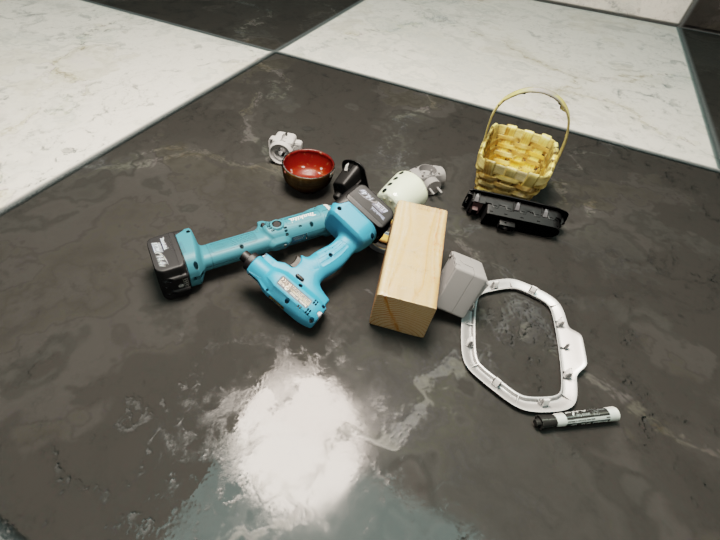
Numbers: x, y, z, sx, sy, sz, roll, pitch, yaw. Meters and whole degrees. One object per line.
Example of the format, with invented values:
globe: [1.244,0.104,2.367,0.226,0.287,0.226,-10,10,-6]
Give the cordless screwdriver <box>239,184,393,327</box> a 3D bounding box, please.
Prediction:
cordless screwdriver: [-0.069,-0.045,0.704,0.161,0.074,0.247,38,67,5]

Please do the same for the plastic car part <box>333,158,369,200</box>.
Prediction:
plastic car part: [-0.026,-0.164,0.853,0.069,0.112,0.071,30,74,22]

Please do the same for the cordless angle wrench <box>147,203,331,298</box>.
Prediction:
cordless angle wrench: [-0.153,-0.065,0.761,0.413,0.072,0.103,-20,52,-21]

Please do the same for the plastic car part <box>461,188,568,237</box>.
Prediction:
plastic car part: [0.314,-0.111,0.853,0.205,0.064,0.068,10,56,5]

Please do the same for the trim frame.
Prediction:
trim frame: [0.254,0.103,0.669,0.187,0.027,0.251,13,45,7]
